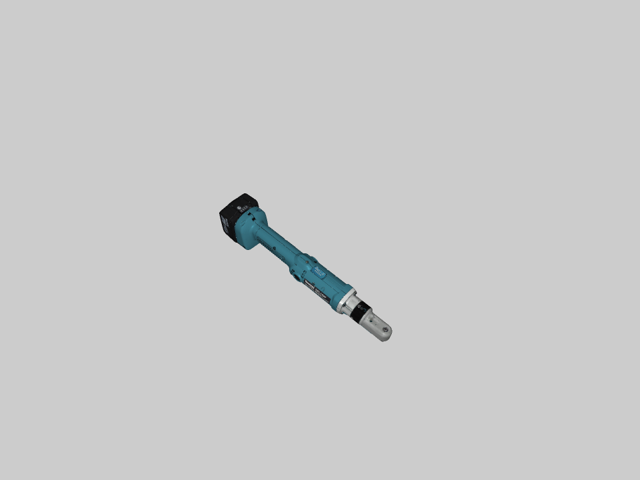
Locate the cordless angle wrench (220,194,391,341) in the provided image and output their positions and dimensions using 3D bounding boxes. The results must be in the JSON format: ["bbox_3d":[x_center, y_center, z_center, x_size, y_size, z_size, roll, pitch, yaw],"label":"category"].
[{"bbox_3d":[-0.031,0.058,0.852,0.423,0.074,0.098,37,-28,20],"label":"cordless angle wrench"}]
